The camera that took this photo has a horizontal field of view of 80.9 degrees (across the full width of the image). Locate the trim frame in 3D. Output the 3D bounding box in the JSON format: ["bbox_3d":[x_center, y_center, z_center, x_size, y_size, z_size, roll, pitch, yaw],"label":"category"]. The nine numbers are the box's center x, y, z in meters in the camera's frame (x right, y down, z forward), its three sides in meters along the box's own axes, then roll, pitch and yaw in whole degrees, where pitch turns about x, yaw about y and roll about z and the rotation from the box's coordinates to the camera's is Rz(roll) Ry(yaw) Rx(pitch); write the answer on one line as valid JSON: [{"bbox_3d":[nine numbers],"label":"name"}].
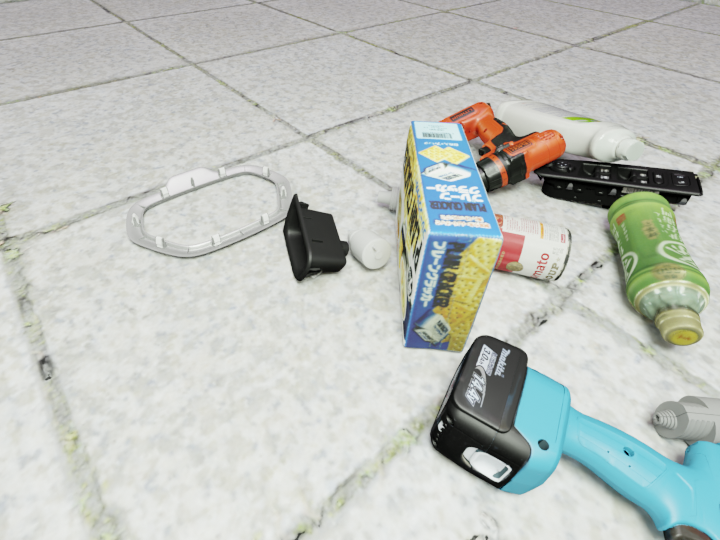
[{"bbox_3d":[-0.213,-0.098,0.613,0.243,0.027,0.194,-30,50,-27],"label":"trim frame"}]

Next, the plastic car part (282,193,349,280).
[{"bbox_3d":[-0.052,-0.034,0.530,0.068,0.065,0.122,0,44,-25],"label":"plastic car part"}]

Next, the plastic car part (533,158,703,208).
[{"bbox_3d":[0.364,-0.127,0.625,0.211,0.064,0.066,17,51,22],"label":"plastic car part"}]

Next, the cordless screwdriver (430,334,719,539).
[{"bbox_3d":[0.180,0.162,0.312,0.256,0.072,0.159,21,46,15],"label":"cordless screwdriver"}]
